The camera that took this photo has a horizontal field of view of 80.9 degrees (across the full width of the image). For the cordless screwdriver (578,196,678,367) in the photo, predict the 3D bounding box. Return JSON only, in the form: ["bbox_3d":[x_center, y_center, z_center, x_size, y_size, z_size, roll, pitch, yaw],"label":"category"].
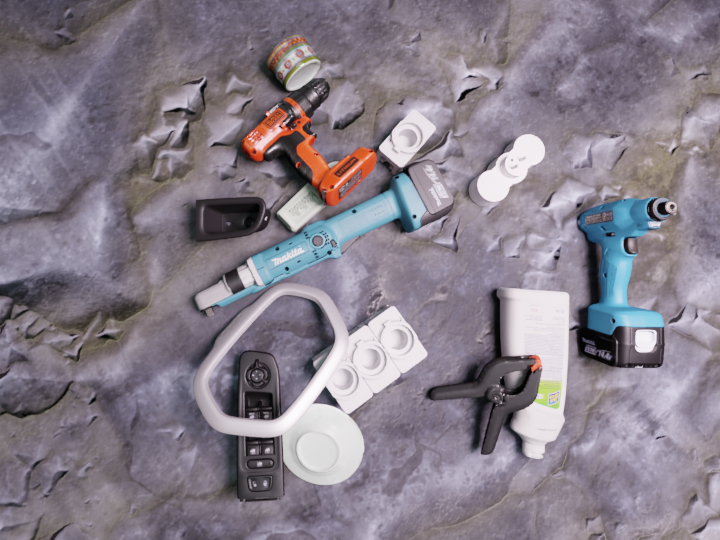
[{"bbox_3d":[0.399,0.017,0.627,0.074,0.160,0.250,1,86,-7],"label":"cordless screwdriver"}]

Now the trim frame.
[{"bbox_3d":[-0.128,0.121,0.615,0.192,0.026,0.247,27,63,22],"label":"trim frame"}]

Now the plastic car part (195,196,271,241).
[{"bbox_3d":[-0.190,-0.078,0.660,0.119,0.069,0.066,-2,86,12],"label":"plastic car part"}]

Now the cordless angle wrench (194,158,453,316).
[{"bbox_3d":[-0.065,-0.042,0.664,0.422,0.074,0.099,-26,87,-3],"label":"cordless angle wrench"}]

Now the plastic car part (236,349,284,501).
[{"bbox_3d":[-0.144,0.221,0.627,0.067,0.065,0.205,-7,80,8],"label":"plastic car part"}]
